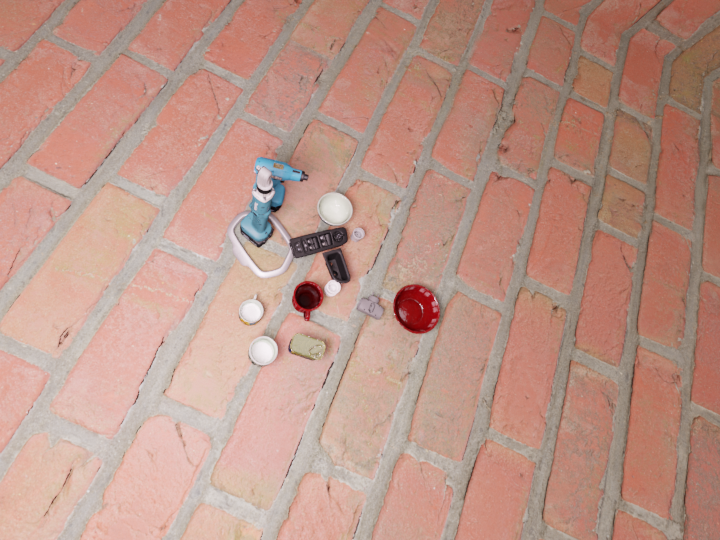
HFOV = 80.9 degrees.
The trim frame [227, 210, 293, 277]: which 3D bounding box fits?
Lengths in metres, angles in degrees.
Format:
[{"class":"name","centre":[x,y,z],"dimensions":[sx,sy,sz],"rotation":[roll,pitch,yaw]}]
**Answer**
[{"class":"trim frame","centre":[-0.322,-0.090,1.371],"dimensions":[0.181,0.027,0.252],"rotation":[-35,81,-20]}]

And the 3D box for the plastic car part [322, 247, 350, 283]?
[{"class":"plastic car part","centre":[-0.081,-0.003,1.368],"dimensions":[0.064,0.071,0.119],"rotation":[-16,76,-19]}]

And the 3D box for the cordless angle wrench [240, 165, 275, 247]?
[{"class":"cordless angle wrench","centre":[-0.283,-0.178,1.197],"dimensions":[0.098,0.424,0.074],"rotation":[41,67,-2]}]

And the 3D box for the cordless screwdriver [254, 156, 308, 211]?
[{"class":"cordless screwdriver","centre":[-0.257,-0.263,1.327],"dimensions":[0.156,0.249,0.075],"rotation":[14,71,-11]}]

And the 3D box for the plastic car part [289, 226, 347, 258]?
[{"class":"plastic car part","centre":[-0.136,-0.089,1.389],"dimensions":[0.199,0.067,0.068],"rotation":[-18,78,-17]}]
